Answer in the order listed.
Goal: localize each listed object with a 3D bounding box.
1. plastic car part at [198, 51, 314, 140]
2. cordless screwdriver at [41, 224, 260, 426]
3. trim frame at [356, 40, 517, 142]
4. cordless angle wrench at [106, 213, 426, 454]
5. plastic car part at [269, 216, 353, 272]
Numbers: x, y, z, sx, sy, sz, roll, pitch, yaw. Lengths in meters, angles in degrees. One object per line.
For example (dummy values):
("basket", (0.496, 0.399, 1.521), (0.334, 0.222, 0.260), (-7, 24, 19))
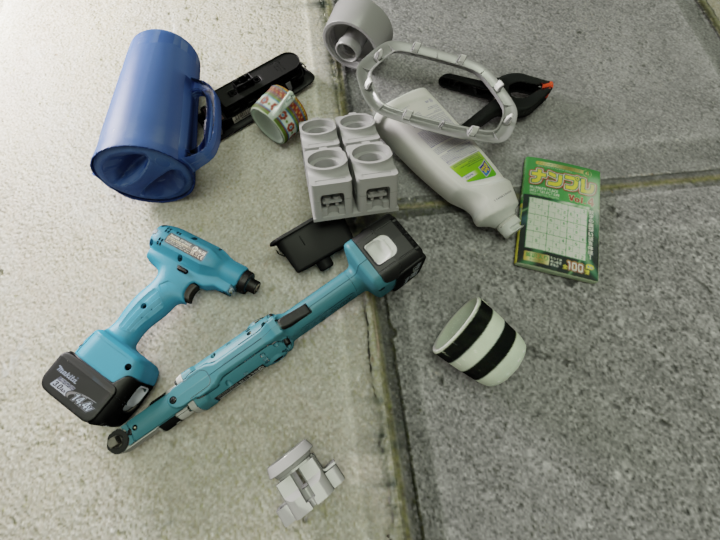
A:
("plastic car part", (-0.169, -0.291, 0.679), (0.201, 0.065, 0.069), (-34, 65, -15))
("cordless screwdriver", (-0.247, 0.070, 0.527), (0.162, 0.073, 0.249), (24, 67, 9))
("trim frame", (0.115, -0.260, 0.611), (0.244, 0.027, 0.188), (12, 63, -9))
("cordless angle wrench", (-0.112, 0.084, 0.514), (0.420, 0.095, 0.077), (-35, 74, -8))
("plastic car part", (-0.056, -0.037, 0.575), (0.116, 0.066, 0.071), (-34, 87, -9))
